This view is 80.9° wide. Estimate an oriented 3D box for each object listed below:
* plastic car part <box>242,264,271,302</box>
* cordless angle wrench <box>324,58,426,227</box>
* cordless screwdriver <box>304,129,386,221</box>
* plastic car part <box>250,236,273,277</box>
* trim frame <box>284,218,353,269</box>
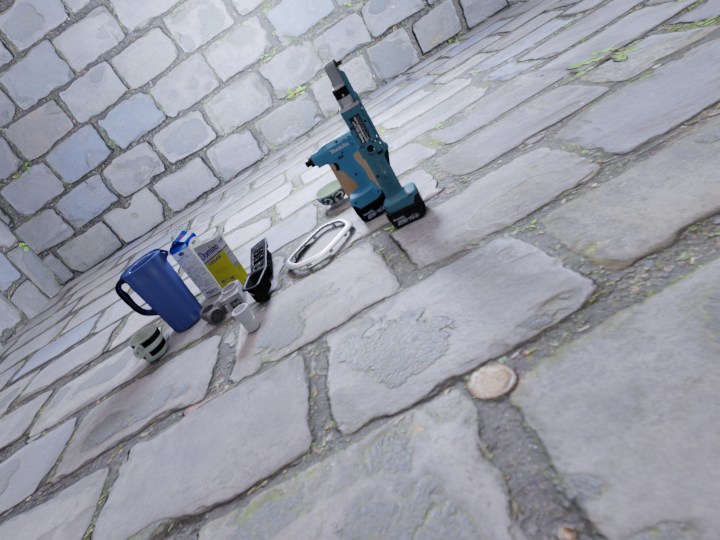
[{"bbox_3d":[-0.270,0.047,1.129,0.067,0.068,0.119,-27,26,12],"label":"plastic car part"},{"bbox_3d":[0.027,-0.297,1.007,0.100,0.408,0.076,-24,23,18],"label":"cordless angle wrench"},{"bbox_3d":[-0.034,-0.251,1.184,0.161,0.240,0.076,-27,23,12],"label":"cordless screwdriver"},{"bbox_3d":[-0.301,-0.027,1.294,0.066,0.064,0.210,-31,26,4],"label":"plastic car part"},{"bbox_3d":[-0.120,-0.078,1.225,0.193,0.026,0.247,-4,38,44],"label":"trim frame"}]
